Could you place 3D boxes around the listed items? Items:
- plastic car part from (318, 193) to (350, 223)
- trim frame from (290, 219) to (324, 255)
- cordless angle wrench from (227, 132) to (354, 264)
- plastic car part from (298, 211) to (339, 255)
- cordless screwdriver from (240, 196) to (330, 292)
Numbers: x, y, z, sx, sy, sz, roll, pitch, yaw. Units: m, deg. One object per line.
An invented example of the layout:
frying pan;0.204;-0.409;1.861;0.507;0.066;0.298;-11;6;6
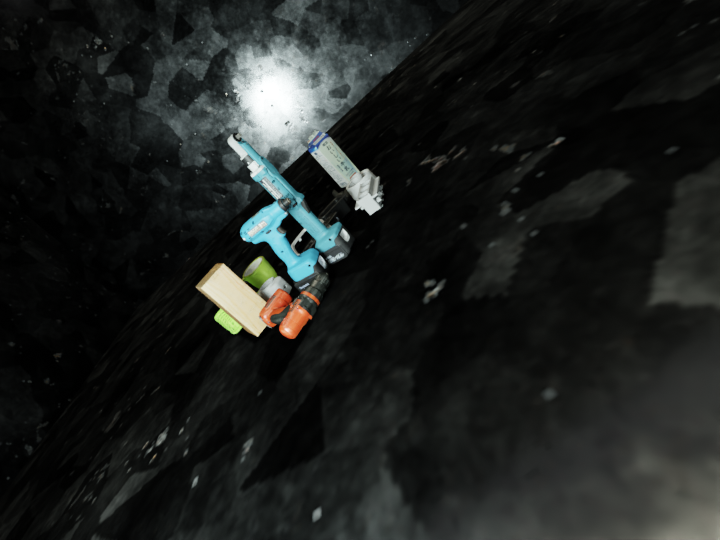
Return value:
plastic car part;-0.077;-0.181;1.344;0.116;0.068;0.068;-52;22;-19
trim frame;-0.163;-0.112;1.424;0.184;0.026;0.258;-45;23;-1
cordless angle wrench;-0.185;-0.188;1.098;0.100;0.409;0.075;-30;23;37
plastic car part;-0.123;-0.080;1.255;0.202;0.065;0.069;-52;22;-17
cordless screwdriver;-0.170;-0.064;1.080;0.162;0.241;0.075;-35;20;26
